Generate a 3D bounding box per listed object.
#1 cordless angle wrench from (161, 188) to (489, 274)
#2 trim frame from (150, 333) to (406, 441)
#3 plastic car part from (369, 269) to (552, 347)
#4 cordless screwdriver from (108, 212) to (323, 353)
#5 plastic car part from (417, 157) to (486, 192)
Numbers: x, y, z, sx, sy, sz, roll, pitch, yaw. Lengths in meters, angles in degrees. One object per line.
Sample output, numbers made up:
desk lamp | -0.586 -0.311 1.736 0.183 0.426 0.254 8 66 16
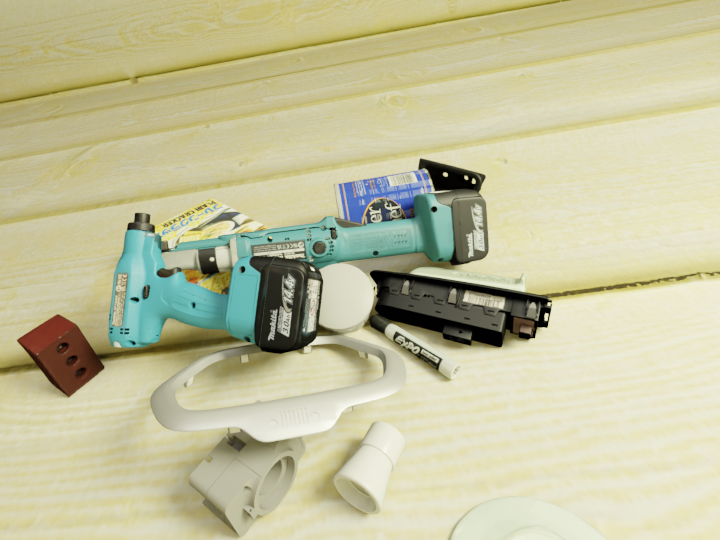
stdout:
cordless angle wrench | -0.054 -0.035 0.553 0.421 0.097 0.075 -7 9 -3
trim frame | -0.077 0.107 0.420 0.244 0.027 0.189 -6 11 -13
plastic car part | 0.102 0.046 0.490 0.213 0.063 0.067 14 68 29
cordless screwdriver | -0.170 0.011 0.476 0.255 0.160 0.072 0 -7 16
plastic car part | 0.165 -0.160 0.745 0.123 0.064 0.069 21 32 31
